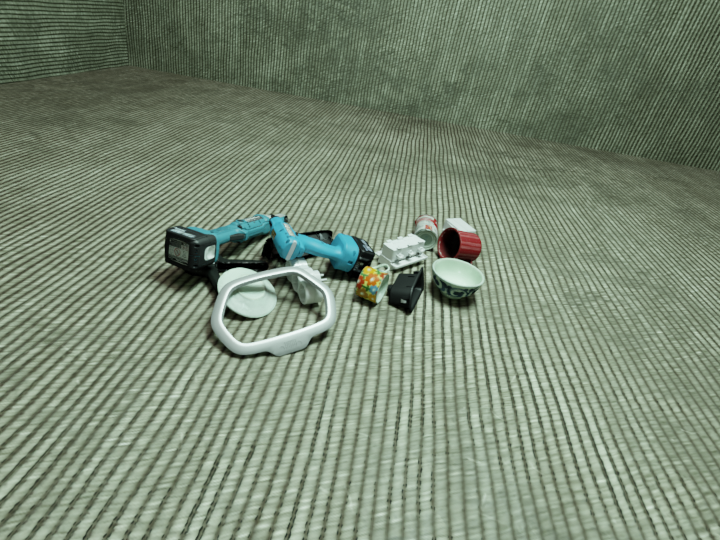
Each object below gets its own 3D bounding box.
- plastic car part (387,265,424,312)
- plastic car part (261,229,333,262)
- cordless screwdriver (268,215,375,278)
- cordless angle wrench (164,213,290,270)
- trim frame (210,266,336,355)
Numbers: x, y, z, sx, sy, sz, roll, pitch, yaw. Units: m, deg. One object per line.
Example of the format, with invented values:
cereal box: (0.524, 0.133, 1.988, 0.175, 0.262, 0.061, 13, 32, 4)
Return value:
plastic car part: (0.099, 0.043, 0.971, 0.074, 0.064, 0.115, 7, 31, 26)
plastic car part: (-0.145, -0.061, 1.069, 0.196, 0.065, 0.070, -17, 50, -35)
cordless screwdriver: (-0.098, -0.064, 1.006, 0.237, 0.074, 0.167, 13, 25, -30)
cordless angle wrench: (-0.300, -0.097, 1.049, 0.101, 0.073, 0.414, 17, 21, 17)
trim frame: (-0.166, 0.076, 0.823, 0.241, 0.027, 0.193, -15, 54, -25)
